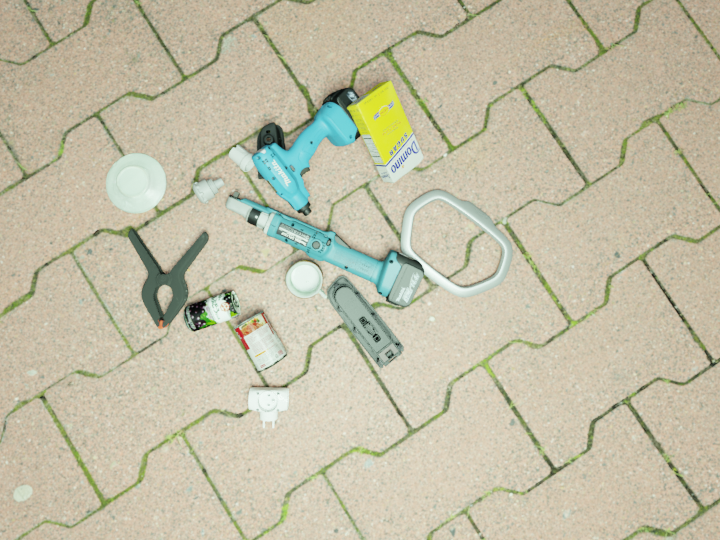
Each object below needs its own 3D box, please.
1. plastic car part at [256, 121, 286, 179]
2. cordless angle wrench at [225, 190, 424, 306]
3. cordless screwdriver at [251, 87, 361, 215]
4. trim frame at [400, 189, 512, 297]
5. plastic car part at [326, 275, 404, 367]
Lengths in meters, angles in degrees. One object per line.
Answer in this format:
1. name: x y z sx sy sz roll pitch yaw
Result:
1. plastic car part: -0.186 -0.253 0.874 0.066 0.071 0.116 -5 90 -5
2. cordless angle wrench: -0.084 -0.055 0.859 0.427 0.074 0.098 24 98 5
3. cordless screwdriver: -0.081 -0.239 0.850 0.247 0.078 0.153 -44 114 -13
4. trim frame: 0.198 -0.057 0.881 0.251 0.027 0.184 37 88 4
5. plastic car part: 0.005 0.104 0.854 0.066 0.066 0.205 -38 85 3
